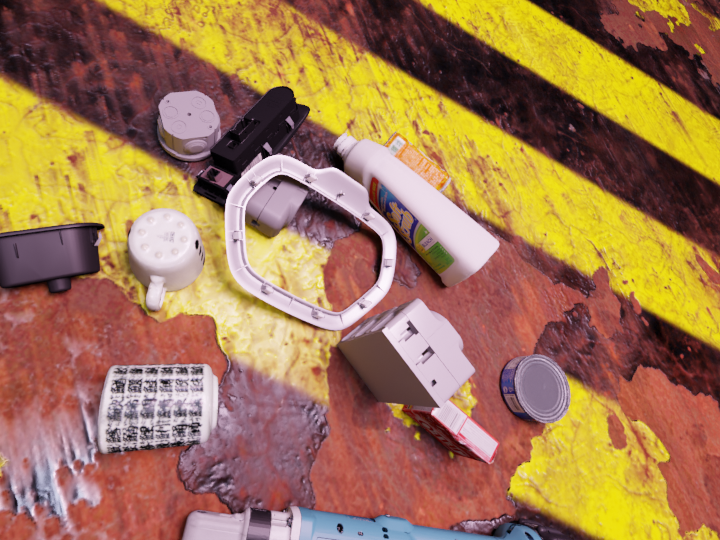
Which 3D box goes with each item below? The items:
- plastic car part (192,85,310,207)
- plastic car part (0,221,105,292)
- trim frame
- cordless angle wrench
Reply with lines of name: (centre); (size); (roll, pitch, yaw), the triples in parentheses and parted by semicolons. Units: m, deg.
plastic car part: (-0.141, -0.177, 0.558); (0.069, 0.064, 0.202); (21, 59, 22)
plastic car part: (-0.335, -0.011, 0.452); (0.113, 0.068, 0.071); (-9, 91, -23)
trim frame: (-0.051, -0.033, 0.518); (0.238, 0.028, 0.185); (30, 74, -24)
cordless angle wrench: (0.029, 0.296, 0.444); (0.416, 0.074, 0.099); (14, 69, -9)
